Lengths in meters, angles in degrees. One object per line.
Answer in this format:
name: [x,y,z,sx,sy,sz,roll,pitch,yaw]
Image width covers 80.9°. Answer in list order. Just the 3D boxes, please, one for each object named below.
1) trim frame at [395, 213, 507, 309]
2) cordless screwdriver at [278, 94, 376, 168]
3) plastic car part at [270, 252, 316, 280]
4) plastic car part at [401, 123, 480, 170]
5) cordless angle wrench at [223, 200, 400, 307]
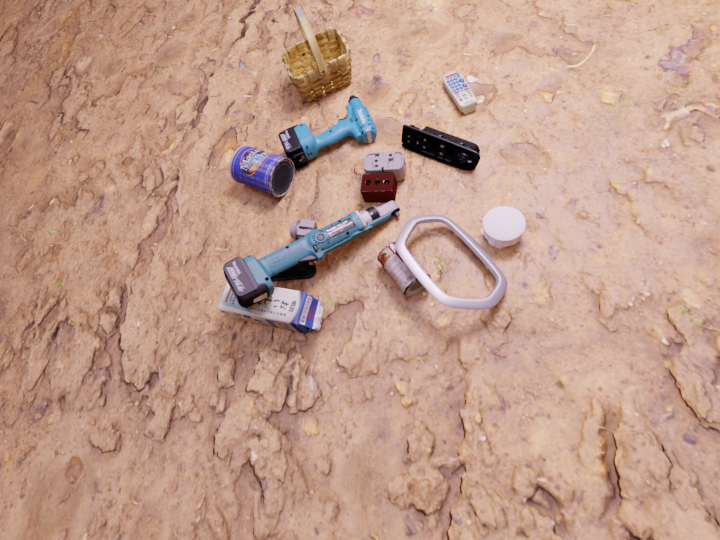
trim frame: [0.181,-0.022,0.858,0.180,0.027,0.260,-25,58,-22]
cordless screwdriver: [-0.094,-0.379,1.134,0.250,0.071,0.165,-19,61,4]
plastic car part: [-0.168,-0.017,0.982,0.120,0.067,0.067,-3,65,19]
plastic car part: [0.197,-0.298,1.011,0.213,0.064,0.066,34,53,29]
cordless angle wrench: [-0.091,-0.059,0.929,0.416,0.073,0.101,-29,74,-17]
